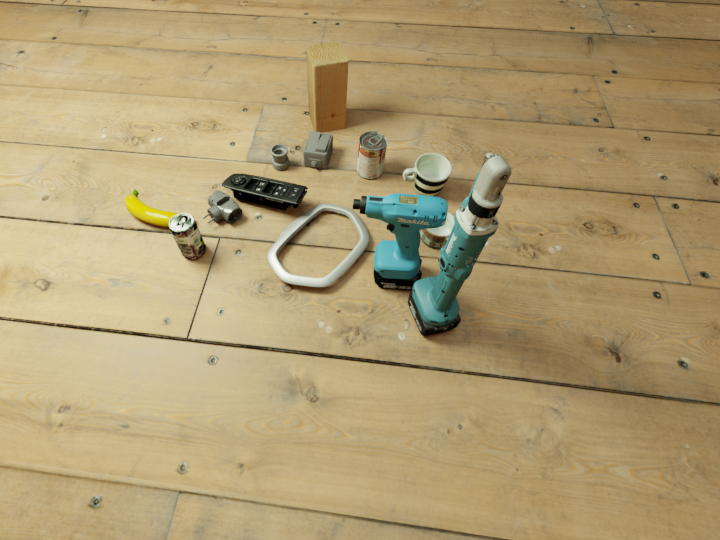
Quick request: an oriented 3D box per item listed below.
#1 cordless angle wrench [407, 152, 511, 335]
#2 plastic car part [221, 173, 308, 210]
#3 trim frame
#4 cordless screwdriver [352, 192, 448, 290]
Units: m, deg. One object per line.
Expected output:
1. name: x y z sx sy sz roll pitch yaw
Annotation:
1. cordless angle wrench: 0.156 -0.019 0.681 0.073 0.411 0.102 -12 59 -12
2. plastic car part: -0.228 -0.185 1.004 0.207 0.065 0.067 17 58 11
3. trim frame: -0.092 -0.060 0.942 0.191 0.027 0.246 31 62 20
4. cordless screwdriver: 0.059 -0.056 0.808 0.160 0.242 0.076 8 57 2
